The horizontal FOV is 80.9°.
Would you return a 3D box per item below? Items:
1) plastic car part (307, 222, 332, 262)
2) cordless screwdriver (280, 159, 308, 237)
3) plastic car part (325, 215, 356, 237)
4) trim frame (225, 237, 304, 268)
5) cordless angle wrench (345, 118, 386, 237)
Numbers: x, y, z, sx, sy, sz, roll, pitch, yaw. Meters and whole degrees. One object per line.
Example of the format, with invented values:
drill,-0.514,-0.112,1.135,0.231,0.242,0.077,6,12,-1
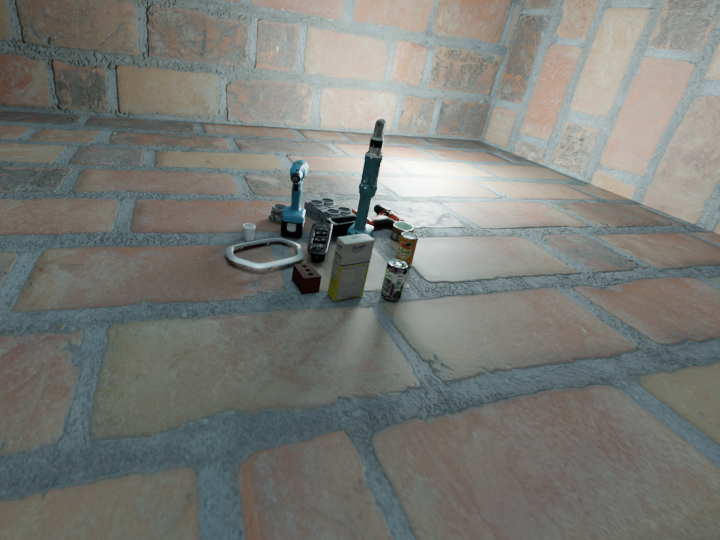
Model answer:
plastic car part,-0.130,-0.085,1.329,0.066,0.066,0.207,8,28,-4
cordless screwdriver,-0.214,-0.224,1.377,0.074,0.244,0.163,9,27,-4
plastic car part,-0.060,-0.147,1.460,0.112,0.069,0.070,-7,31,-28
trim frame,-0.284,-0.054,1.272,0.239,0.027,0.195,-18,37,-40
cordless angle wrench,0.024,-0.257,1.320,0.077,0.415,0.096,19,27,16
